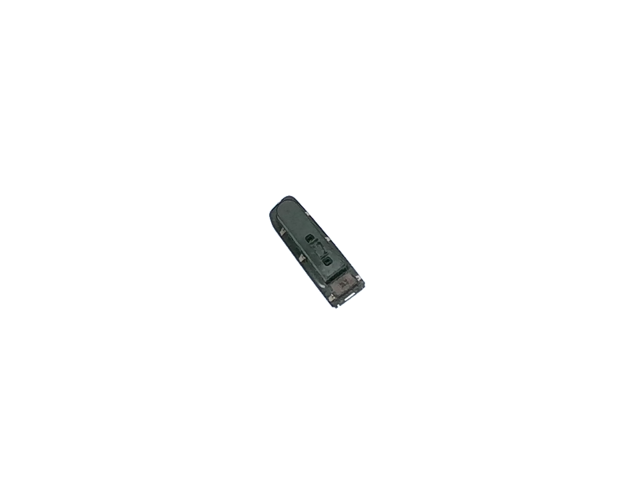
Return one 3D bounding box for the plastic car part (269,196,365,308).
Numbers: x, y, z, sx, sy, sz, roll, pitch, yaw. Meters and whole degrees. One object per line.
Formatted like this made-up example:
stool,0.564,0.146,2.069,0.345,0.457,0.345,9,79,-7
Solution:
plastic car part,-0.015,0.009,0.677,0.066,0.203,0.067,-38,-18,-3
